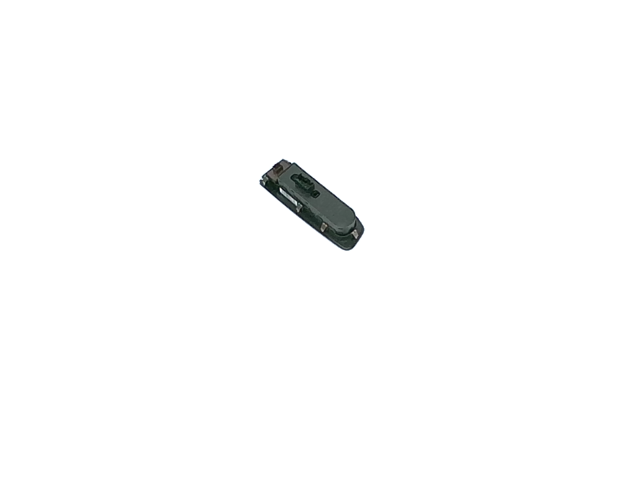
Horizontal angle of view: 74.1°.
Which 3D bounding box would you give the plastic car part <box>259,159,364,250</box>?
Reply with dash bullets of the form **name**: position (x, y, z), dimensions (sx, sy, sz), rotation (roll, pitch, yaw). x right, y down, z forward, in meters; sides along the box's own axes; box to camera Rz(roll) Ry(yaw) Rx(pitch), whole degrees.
- **plastic car part**: position (-0.009, -0.068, 0.687), dimensions (0.066, 0.203, 0.067), rotation (-41, -17, -25)
